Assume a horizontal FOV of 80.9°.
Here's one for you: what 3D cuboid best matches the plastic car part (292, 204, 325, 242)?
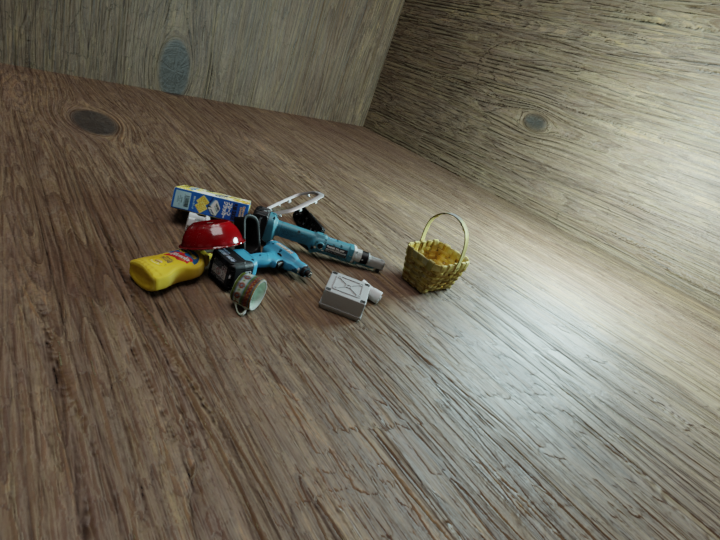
[{"bbox_3d":[-0.166,-0.156,1.406,0.064,0.066,0.214,11,25,-39],"label":"plastic car part"}]

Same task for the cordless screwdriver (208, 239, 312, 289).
[{"bbox_3d":[-0.245,-0.010,1.064,0.167,0.073,0.239,31,25,26],"label":"cordless screwdriver"}]

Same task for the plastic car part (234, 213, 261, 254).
[{"bbox_3d":[-0.321,-0.101,1.164,0.074,0.115,0.064,7,15,34],"label":"plastic car part"}]

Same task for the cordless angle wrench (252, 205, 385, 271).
[{"bbox_3d":[-0.123,-0.081,1.262,0.417,0.097,0.076,18,22,-8],"label":"cordless angle wrench"}]

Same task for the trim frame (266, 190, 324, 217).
[{"bbox_3d":[-0.234,-0.226,1.444,0.194,0.027,0.243,8,34,40],"label":"trim frame"}]
